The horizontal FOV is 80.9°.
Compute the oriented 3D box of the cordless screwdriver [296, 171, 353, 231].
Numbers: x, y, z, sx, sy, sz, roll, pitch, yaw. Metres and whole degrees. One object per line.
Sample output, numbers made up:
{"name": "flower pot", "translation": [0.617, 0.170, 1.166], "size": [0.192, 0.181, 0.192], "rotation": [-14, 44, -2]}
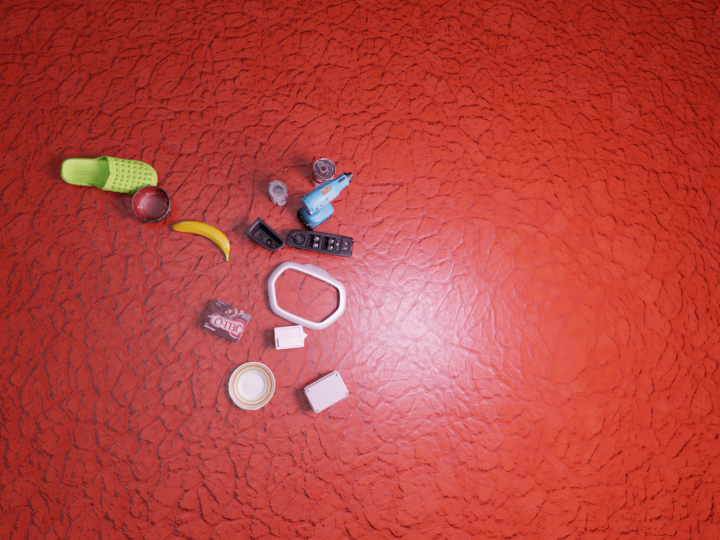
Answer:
{"name": "cordless screwdriver", "translation": [-0.104, -0.201, 1.223], "size": [0.158, 0.250, 0.075], "rotation": [-37, 91, -13]}

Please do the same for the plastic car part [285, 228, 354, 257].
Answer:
{"name": "plastic car part", "translation": [-0.126, -0.083, 1.291], "size": [0.201, 0.067, 0.067], "rotation": [10, 80, -5]}

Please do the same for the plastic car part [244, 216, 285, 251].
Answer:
{"name": "plastic car part", "translation": [-0.283, -0.096, 1.274], "size": [0.117, 0.071, 0.066], "rotation": [39, 77, 0]}

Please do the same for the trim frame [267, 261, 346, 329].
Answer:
{"name": "trim frame", "translation": [-0.163, 0.072, 1.277], "size": [0.247, 0.027, 0.185], "rotation": [21, 78, -2]}
